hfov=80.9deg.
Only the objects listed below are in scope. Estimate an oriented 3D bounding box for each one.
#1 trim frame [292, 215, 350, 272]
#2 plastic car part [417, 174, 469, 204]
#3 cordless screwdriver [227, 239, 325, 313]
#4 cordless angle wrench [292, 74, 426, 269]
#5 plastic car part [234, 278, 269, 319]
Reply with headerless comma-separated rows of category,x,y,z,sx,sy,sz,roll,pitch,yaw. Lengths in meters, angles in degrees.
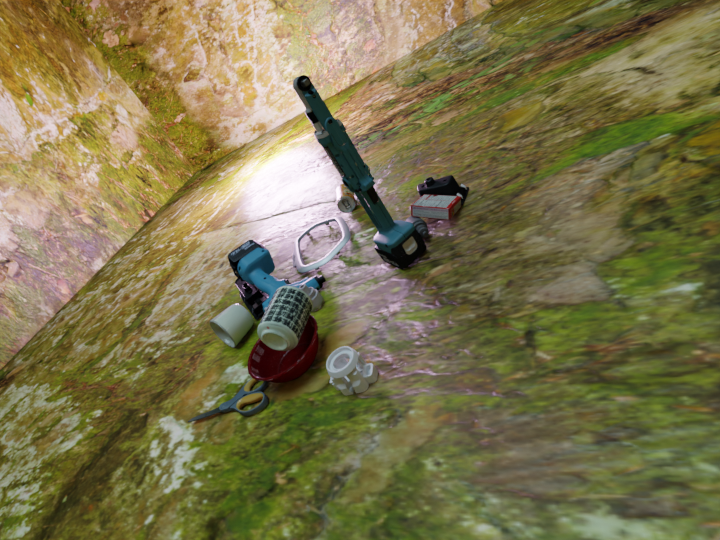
trim frame,-0.113,-0.074,1.157,0.185,0.026,0.259,-32,32,5
plastic car part,0.177,-0.183,0.974,0.122,0.068,0.066,-5,39,38
cordless screwdriver,-0.210,0.009,1.037,0.157,0.071,0.263,-34,47,-19
cordless angle wrench,-0.007,-0.182,0.816,0.074,0.405,0.103,-41,27,-12
plastic car part,-0.292,0.059,1.120,0.066,0.064,0.213,-47,29,-8
